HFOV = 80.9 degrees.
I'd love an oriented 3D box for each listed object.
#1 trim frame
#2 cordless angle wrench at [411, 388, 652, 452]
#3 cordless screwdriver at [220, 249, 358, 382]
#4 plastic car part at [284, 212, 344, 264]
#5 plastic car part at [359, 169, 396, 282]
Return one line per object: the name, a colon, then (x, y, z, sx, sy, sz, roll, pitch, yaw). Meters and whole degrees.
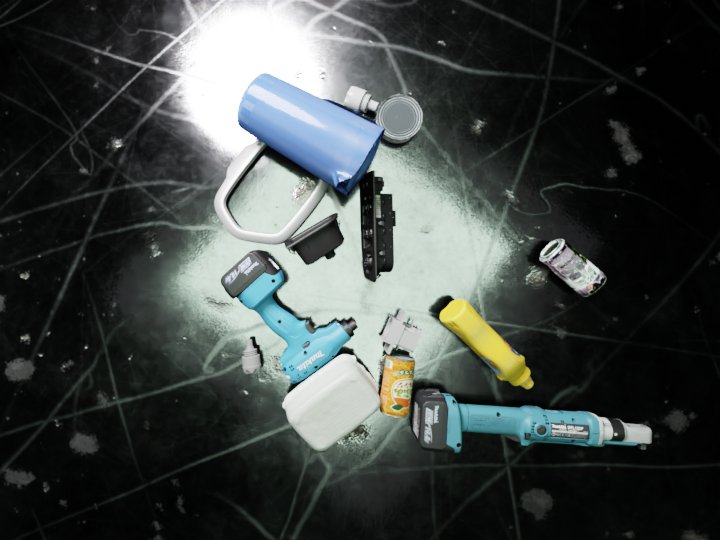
trim frame: (-0.170, -0.165, 0.815, 0.185, 0.027, 0.248, 37, 91, 2)
cordless angle wrench: (0.311, 0.279, 0.762, 0.423, 0.074, 0.098, 4, 89, 0)
cordless screwdriver: (-0.131, 0.067, 0.783, 0.159, 0.074, 0.248, -37, 92, 0)
plastic car part: (-0.078, -0.051, 0.795, 0.116, 0.068, 0.069, -28, 105, -3)
plastic car part: (0.032, -0.079, 0.791, 0.064, 0.069, 0.203, 4, 87, -26)
